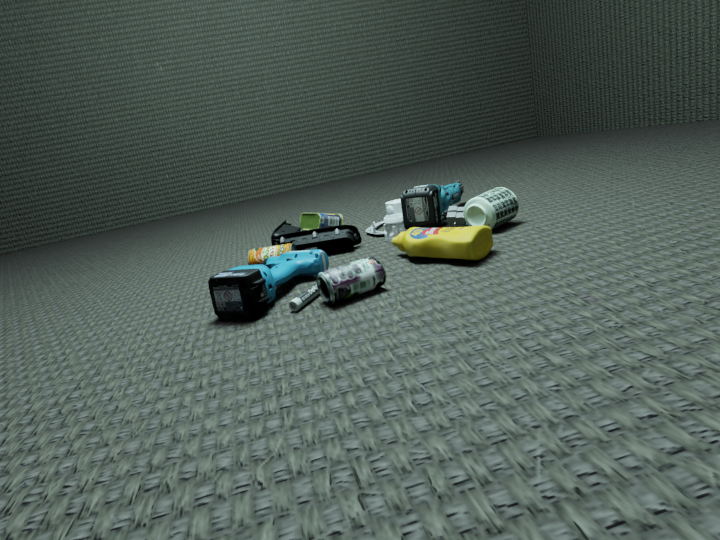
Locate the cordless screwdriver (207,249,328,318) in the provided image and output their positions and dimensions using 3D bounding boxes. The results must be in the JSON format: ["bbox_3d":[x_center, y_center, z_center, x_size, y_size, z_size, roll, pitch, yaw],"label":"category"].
[{"bbox_3d":[-0.186,0.013,0.801,0.166,0.073,0.242,-3,15,29],"label":"cordless screwdriver"}]

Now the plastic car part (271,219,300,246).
[{"bbox_3d":[-0.202,-0.095,1.194,0.072,0.065,0.117,5,21,6],"label":"plastic car part"}]

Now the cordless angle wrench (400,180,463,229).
[{"bbox_3d":[0.211,-0.186,1.093,0.077,0.096,0.412,-3,14,27],"label":"cordless angle wrench"}]

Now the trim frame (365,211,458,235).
[{"bbox_3d":[0.135,-0.131,1.126,0.249,0.027,0.188,-10,18,0],"label":"trim frame"}]

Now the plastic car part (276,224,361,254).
[{"bbox_3d":[-0.098,-0.064,1.007,0.204,0.064,0.069,-10,25,4],"label":"plastic car part"}]
